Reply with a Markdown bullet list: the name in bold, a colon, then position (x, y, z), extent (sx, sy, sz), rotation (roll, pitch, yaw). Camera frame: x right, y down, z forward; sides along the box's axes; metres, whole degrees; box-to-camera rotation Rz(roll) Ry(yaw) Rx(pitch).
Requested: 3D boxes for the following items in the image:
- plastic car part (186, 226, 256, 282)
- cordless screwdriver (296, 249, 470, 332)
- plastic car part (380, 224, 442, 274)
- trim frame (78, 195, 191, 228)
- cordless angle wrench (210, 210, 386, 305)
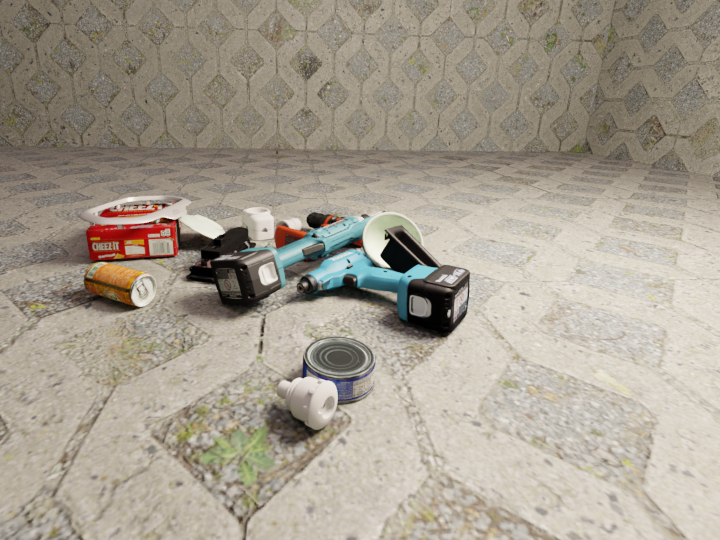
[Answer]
- **plastic car part**: position (-0.267, -0.040, 0.830), extent (0.068, 0.066, 0.203), rotation (-1, 19, 10)
- **cordless screwdriver**: position (0.031, 0.027, 0.665), extent (0.262, 0.073, 0.154), rotation (14, 25, 37)
- **plastic car part**: position (0.080, -0.016, 0.744), extent (0.120, 0.071, 0.063), rotation (50, 33, 17)
- **trim frame**: position (-0.460, -0.125, 0.881), extent (0.187, 0.027, 0.250), rotation (2, 19, 6)
- **cordless angle wrench**: position (-0.077, -0.050, 0.785), extent (0.102, 0.073, 0.410), rotation (-2, 18, 41)
